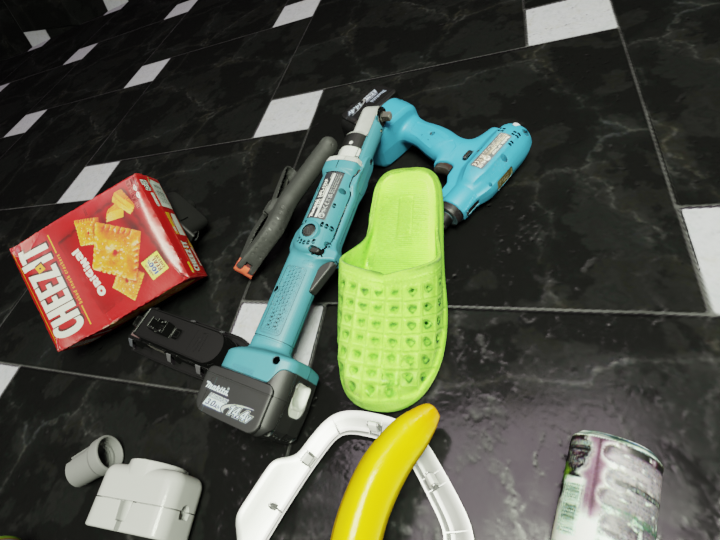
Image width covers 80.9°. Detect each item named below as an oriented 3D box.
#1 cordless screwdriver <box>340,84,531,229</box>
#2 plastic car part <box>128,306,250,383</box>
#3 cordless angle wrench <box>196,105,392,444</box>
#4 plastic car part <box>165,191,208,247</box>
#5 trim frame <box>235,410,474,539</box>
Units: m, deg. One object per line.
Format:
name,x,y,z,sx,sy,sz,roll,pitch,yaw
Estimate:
cordless screwdriver,0.074,-0.158,0.572,0.263,0.070,0.158,34,74,35
plastic car part,-0.220,0.085,0.526,0.213,0.064,0.066,13,53,29
cordless angle wrench,-0.048,-0.031,0.492,0.102,0.070,0.426,7,65,28
plastic car part,-0.286,-0.085,0.665,0.118,0.066,0.069,44,43,8
trim frame,-0.023,0.234,0.340,0.194,0.026,0.248,21,67,36
